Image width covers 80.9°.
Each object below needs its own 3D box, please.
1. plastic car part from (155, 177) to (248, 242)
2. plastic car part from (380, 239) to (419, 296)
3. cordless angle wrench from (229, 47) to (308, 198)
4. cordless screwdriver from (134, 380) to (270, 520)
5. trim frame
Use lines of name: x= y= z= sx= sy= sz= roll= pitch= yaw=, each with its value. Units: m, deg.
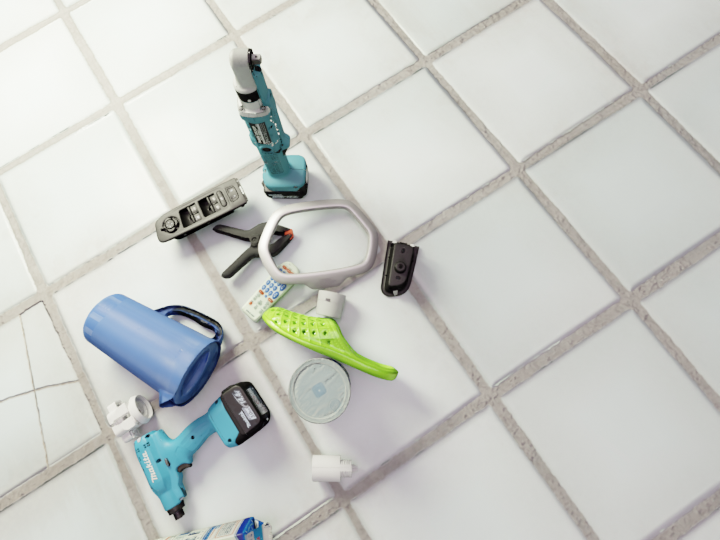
plastic car part: x=-0.338 y=-0.121 z=0.899 sx=0.202 sy=0.067 sz=0.067 roll=-27 pitch=85 yaw=-7
plastic car part: x=0.078 y=-0.008 z=0.838 sx=0.067 sy=0.069 sz=0.118 roll=11 pitch=74 yaw=5
cordless angle wrench: x=-0.158 y=-0.232 z=0.733 sx=0.098 sy=0.416 sz=0.075 roll=2 pitch=79 yaw=0
cordless screwdriver: x=-0.282 y=0.326 z=0.780 sx=0.249 sy=0.072 sz=0.163 roll=-32 pitch=77 yaw=0
trim frame: x=-0.085 y=-0.055 z=0.867 sx=0.245 sy=0.027 sz=0.187 roll=-9 pitch=77 yaw=-9
